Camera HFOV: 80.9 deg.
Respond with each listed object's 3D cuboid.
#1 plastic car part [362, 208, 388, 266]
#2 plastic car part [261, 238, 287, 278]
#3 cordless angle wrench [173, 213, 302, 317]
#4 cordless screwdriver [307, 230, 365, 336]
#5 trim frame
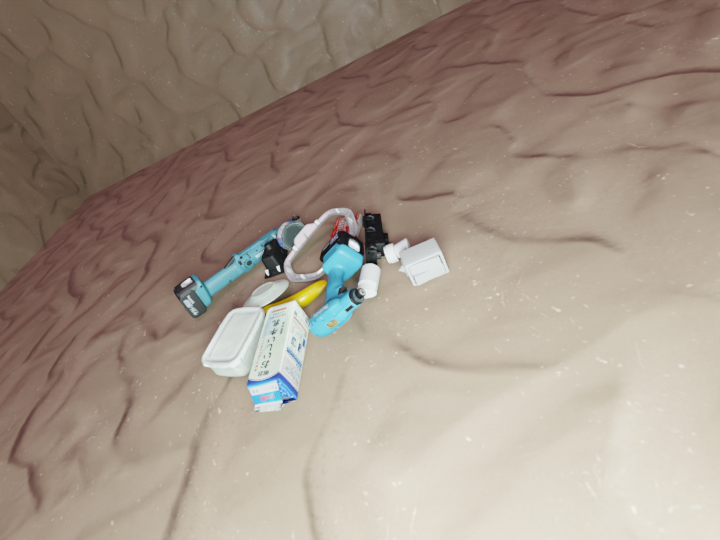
[{"bbox_3d":[0.033,-0.088,1.045,0.067,0.063,0.210,-13,38,3],"label":"plastic car part"},{"bbox_3d":[-0.248,-0.044,1.191,0.067,0.067,0.120,-19,39,14],"label":"plastic car part"},{"bbox_3d":[-0.337,-0.030,1.234,0.418,0.094,0.078,-39,35,-18],"label":"cordless angle wrench"},{"bbox_3d":[-0.036,0.012,0.921,0.161,0.072,0.254,-42,27,36],"label":"cordless screwdriver"},{"bbox_3d":[-0.110,-0.072,1.123,0.248,0.026,0.195,-52,41,-6],"label":"trim frame"}]
